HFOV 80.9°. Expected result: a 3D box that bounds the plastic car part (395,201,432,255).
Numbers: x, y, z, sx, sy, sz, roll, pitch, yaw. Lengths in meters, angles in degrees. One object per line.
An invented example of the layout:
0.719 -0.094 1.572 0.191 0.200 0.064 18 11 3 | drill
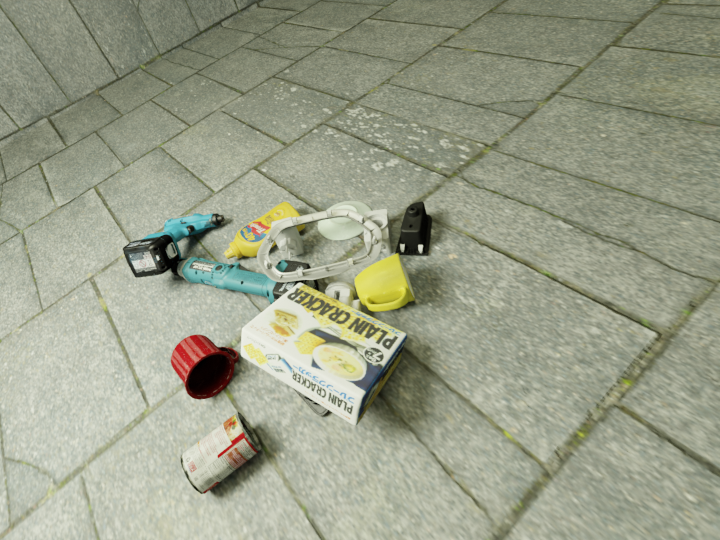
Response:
0.109 -0.095 0.862 0.068 0.067 0.118 2 53 19 | plastic car part

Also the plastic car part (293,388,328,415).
-0.115 0.154 0.723 0.066 0.064 0.214 -43 53 -11 | plastic car part

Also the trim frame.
-0.081 -0.053 0.828 0.247 0.026 0.192 -12 49 -4 | trim frame

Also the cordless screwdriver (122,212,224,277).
-0.433 -0.077 1.005 0.162 0.072 0.252 -10 25 10 | cordless screwdriver

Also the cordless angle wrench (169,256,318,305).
-0.293 0.011 0.920 0.443 0.071 0.098 8 51 29 | cordless angle wrench
